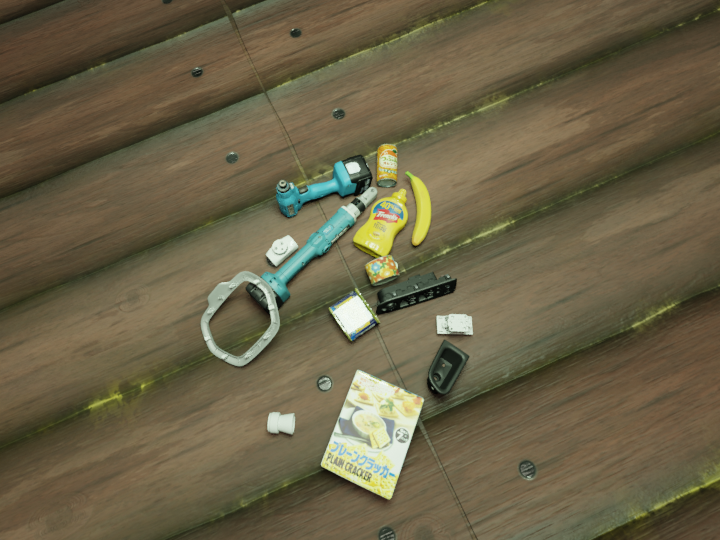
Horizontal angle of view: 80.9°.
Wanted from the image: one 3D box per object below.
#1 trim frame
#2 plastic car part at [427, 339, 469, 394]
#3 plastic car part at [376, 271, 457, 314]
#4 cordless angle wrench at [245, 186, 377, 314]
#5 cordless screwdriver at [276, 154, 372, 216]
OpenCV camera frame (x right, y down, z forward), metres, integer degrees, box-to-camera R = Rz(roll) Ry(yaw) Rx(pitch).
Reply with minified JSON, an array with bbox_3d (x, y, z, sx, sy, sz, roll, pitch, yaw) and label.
[{"bbox_3d":[-0.289,0.115,0.993,0.250,0.026,0.189,-45,74,23],"label":"trim frame"},{"bbox_3d":[0.183,0.228,0.953,0.068,0.069,0.116,32,61,11],"label":"plastic car part"},{"bbox_3d":[0.126,0.049,1.021,0.202,0.064,0.070,-22,64,-3],"label":"plastic car part"},{"bbox_3d":[-0.104,-0.068,1.065,0.077,0.095,0.420,41,76,15],"label":"cordless angle wrench"},{"bbox_3d":[-0.096,-0.221,1.076,0.247,0.156,0.076,-22,76,-6],"label":"cordless screwdriver"}]
